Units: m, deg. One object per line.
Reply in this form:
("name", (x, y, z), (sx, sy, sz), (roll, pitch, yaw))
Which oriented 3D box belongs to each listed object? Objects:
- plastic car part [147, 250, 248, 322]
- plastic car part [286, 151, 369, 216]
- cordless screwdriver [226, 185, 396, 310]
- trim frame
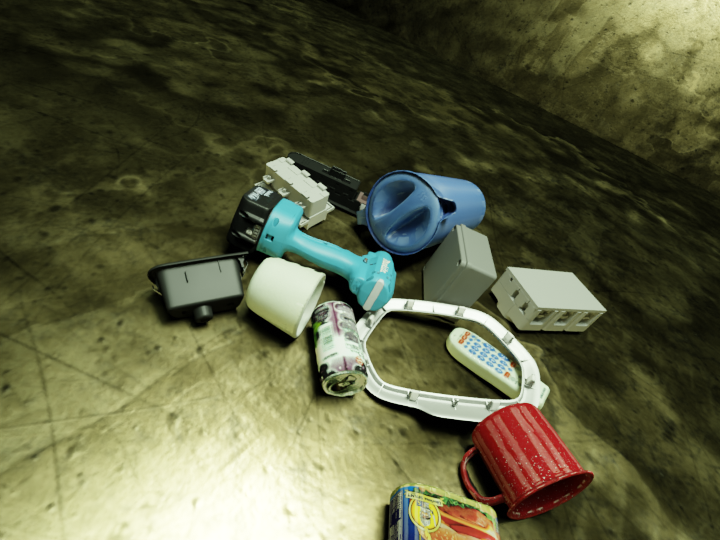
("plastic car part", (-0.188, 0.026, 0.508), (0.112, 0.066, 0.073), (-12, 64, -32))
("plastic car part", (-0.068, -0.168, 0.800), (0.205, 0.066, 0.067), (23, 44, 5))
("cordless screwdriver", (-0.062, -0.040, 0.631), (0.250, 0.074, 0.159), (27, 22, 2))
("trim frame", (0.108, 0.108, 0.543), (0.247, 0.027, 0.189), (8, 42, -4))
